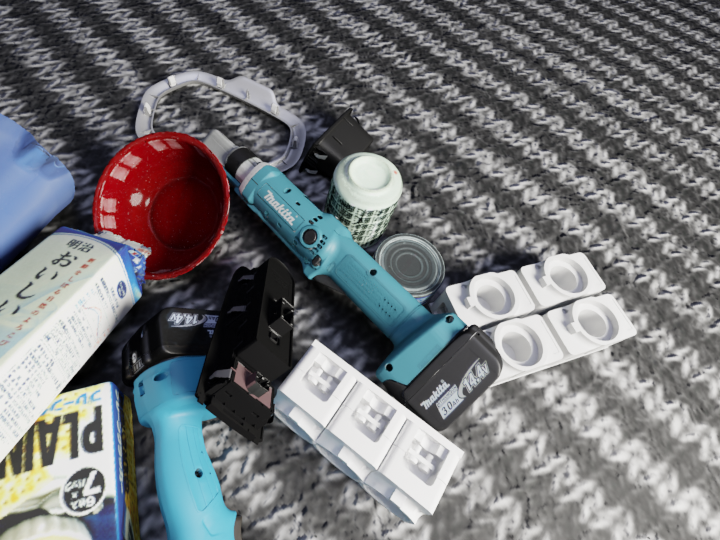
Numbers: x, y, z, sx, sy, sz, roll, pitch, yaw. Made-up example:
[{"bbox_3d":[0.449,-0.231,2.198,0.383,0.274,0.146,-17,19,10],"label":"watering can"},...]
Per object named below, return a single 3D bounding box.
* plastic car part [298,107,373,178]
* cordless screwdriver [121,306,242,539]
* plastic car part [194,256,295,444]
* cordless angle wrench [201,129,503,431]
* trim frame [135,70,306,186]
[{"bbox_3d":[-0.020,-0.166,0.578,0.071,0.067,0.116,42,59,-4],"label":"plastic car part"},{"bbox_3d":[-0.118,0.159,0.352,0.150,0.075,0.259,19,42,-45],"label":"cordless screwdriver"},{"bbox_3d":[-0.091,0.044,0.384,0.064,0.067,0.210,38,15,-24],"label":"plastic car part"},{"bbox_3d":[-0.045,-0.029,0.458,0.440,0.071,0.098,44,98,21],"label":"cordless angle wrench"},{"bbox_3d":[-0.196,-0.209,0.594,0.254,0.027,0.184,27,60,10],"label":"trim frame"}]
